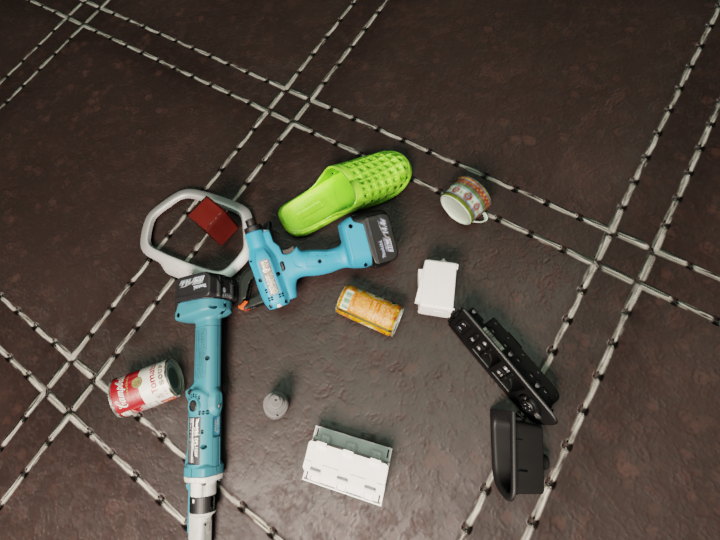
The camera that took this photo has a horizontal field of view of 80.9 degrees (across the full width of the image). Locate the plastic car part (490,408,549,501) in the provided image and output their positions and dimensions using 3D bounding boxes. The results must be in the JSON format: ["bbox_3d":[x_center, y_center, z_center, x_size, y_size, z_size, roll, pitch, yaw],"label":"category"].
[{"bbox_3d":[0.234,0.265,0.610,0.070,0.065,0.118,4,73,-7],"label":"plastic car part"}]

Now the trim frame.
[{"bbox_3d":[-0.323,-0.070,0.839,0.255,0.027,0.185,18,72,13],"label":"trim frame"}]

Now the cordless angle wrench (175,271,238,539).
[{"bbox_3d":[-0.255,0.217,0.690,0.101,0.070,0.432,-14,70,25],"label":"cordless angle wrench"}]

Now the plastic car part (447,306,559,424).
[{"bbox_3d":[0.228,0.142,0.658,0.065,0.066,0.211,-20,63,-29],"label":"plastic car part"}]

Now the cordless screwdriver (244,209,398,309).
[{"bbox_3d":[-0.072,-0.047,0.732,0.248,0.075,0.159,-20,91,-4],"label":"cordless screwdriver"}]
